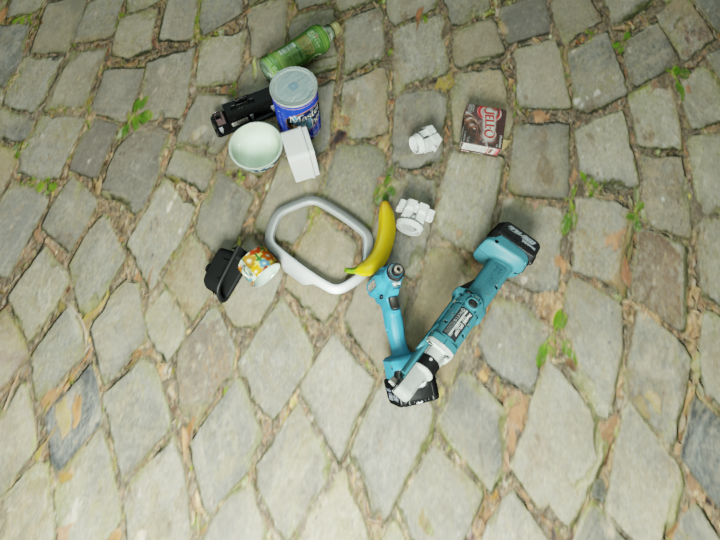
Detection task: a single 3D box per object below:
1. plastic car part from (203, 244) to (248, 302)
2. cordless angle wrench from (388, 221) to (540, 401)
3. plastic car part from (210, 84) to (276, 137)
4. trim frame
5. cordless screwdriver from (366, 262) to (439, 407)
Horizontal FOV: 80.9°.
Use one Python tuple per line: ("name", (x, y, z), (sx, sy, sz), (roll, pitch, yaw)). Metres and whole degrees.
("plastic car part", (-0.290, 0.000, 0.887), (0.074, 0.063, 0.117), (23, 77, 24))
("cordless angle wrench", (0.186, 0.067, 0.748), (0.100, 0.073, 0.418), (38, 58, 11))
("plastic car part", (-0.263, -0.394, 1.013), (0.201, 0.065, 0.069), (-22, 67, -7))
("trim frame", (-0.089, -0.058, 0.906), (0.254, 0.027, 0.184), (34, 76, 12))
("cordless screwdriver", (0.073, 0.112, 0.769), (0.073, 0.158, 0.254), (-9, 74, -13))
